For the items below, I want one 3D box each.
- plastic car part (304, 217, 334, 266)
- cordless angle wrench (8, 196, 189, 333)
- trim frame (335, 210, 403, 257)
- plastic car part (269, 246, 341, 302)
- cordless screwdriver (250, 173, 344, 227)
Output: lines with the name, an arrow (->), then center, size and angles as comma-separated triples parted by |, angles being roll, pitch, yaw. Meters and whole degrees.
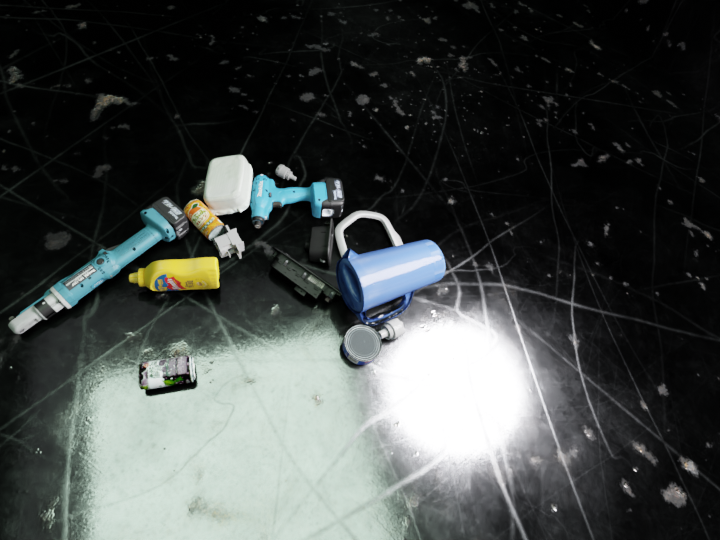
plastic car part -> -0.106, -0.069, 1.086 | 0.072, 0.063, 0.119 | 4, 60, 8
cordless angle wrench -> -0.582, -0.010, 0.959 | 0.101, 0.073, 0.419 | 37, 62, 12
trim frame -> 0.033, -0.057, 1.117 | 0.180, 0.027, 0.258 | -12, 59, -15
plastic car part -> -0.142, 0.019, 1.023 | 0.208, 0.065, 0.067 | 38, 85, 12
cordless screwdriver -> -0.170, -0.178, 1.132 | 0.247, 0.073, 0.164 | 2, 59, -5
